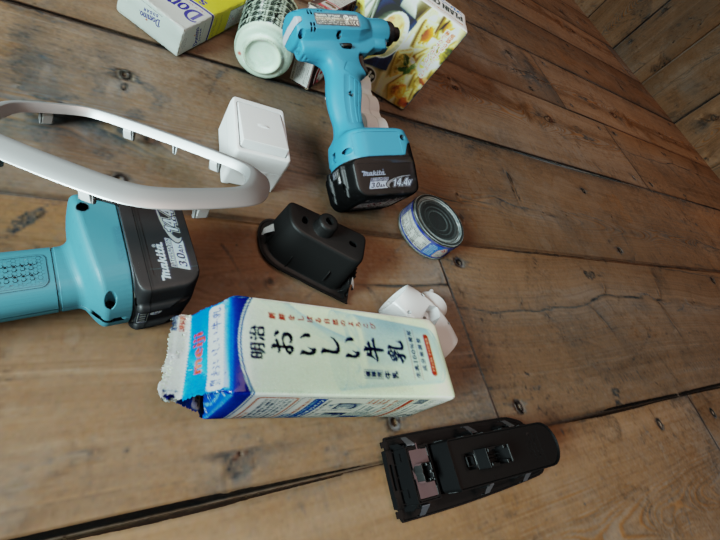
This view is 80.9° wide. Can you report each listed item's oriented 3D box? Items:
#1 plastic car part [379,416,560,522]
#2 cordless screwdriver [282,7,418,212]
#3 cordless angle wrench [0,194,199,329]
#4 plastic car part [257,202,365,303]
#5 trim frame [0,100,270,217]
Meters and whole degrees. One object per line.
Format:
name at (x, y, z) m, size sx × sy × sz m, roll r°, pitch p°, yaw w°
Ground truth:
plastic car part at (0.118, 0.175, 0.402) m, size 0.193 × 0.067 × 0.069 m, roll 6°, pitch 51°, yaw -34°
cordless screwdriver at (0.008, -0.202, 0.522) m, size 0.154 × 0.076 × 0.250 m, roll -13°, pitch 85°, yaw -27°
cordless angle wrench at (-0.308, 0.020, 0.226) m, size 0.406 × 0.075 × 0.101 m, roll -11°, pitch 67°, yaw -35°
plastic car part at (-0.042, -0.028, 0.431) m, size 0.113 × 0.072 × 0.067 m, roll 29°, pitch 47°, yaw -19°
trim frame at (-0.192, -0.095, 0.345) m, size 0.253 × 0.027 × 0.184 m, roll 19°, pitch 26°, yaw 7°
